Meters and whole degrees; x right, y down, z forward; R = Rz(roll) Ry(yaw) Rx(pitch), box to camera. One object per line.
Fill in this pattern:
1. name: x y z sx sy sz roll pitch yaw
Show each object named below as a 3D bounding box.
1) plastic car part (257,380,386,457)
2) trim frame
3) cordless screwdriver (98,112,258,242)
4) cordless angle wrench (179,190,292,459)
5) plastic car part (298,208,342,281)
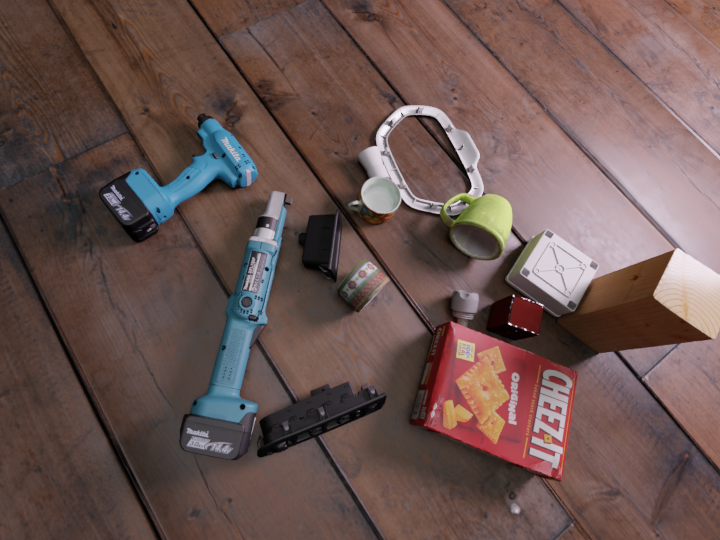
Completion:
1. plastic car part: -0.064 0.212 0.626 0.200 0.065 0.070 -24 67 -13
2. trim frame: 0.135 -0.218 0.813 0.181 0.027 0.255 -18 72 -12
3. cordless screwdriver: -0.321 -0.169 0.732 0.245 0.074 0.163 -35 78 -20
4. cordless angle wrench: -0.177 0.058 0.667 0.097 0.073 0.429 10 68 -4
5. plastic car part: -0.070 -0.046 0.721 0.072 0.064 0.119 0 68 7
